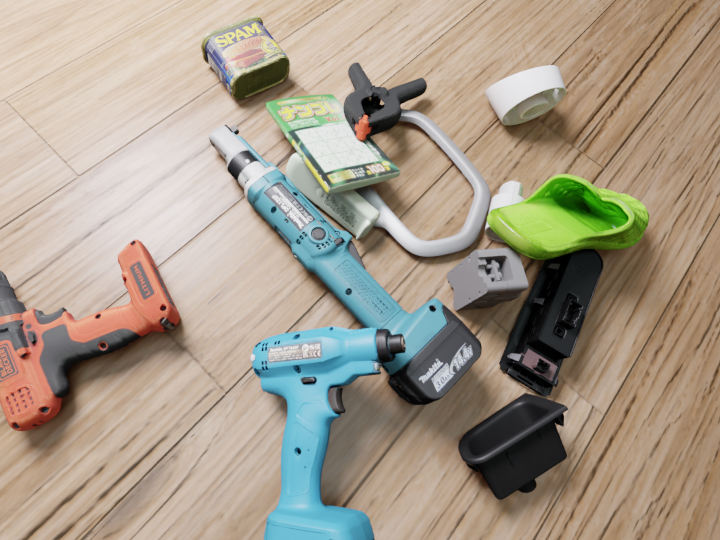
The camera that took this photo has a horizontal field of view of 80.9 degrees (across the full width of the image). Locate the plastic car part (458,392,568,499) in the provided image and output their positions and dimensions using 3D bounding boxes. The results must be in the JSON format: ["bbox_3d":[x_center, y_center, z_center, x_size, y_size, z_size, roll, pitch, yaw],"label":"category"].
[{"bbox_3d":[0.166,0.192,0.446,0.115,0.067,0.071,-29,90,-14],"label":"plastic car part"}]

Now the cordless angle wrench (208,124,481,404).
[{"bbox_3d":[-0.050,-0.033,0.509,0.097,0.073,0.435,-39,74,-20],"label":"cordless angle wrench"}]

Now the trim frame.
[{"bbox_3d":[0.067,-0.130,0.583,0.181,0.027,0.254,-32,76,-18],"label":"trim frame"}]

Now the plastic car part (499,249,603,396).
[{"bbox_3d":[0.241,0.044,0.513,0.068,0.065,0.203,28,65,10],"label":"plastic car part"}]

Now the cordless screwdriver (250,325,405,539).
[{"bbox_3d":[-0.025,0.176,0.390,0.163,0.070,0.255,-13,65,20],"label":"cordless screwdriver"}]
